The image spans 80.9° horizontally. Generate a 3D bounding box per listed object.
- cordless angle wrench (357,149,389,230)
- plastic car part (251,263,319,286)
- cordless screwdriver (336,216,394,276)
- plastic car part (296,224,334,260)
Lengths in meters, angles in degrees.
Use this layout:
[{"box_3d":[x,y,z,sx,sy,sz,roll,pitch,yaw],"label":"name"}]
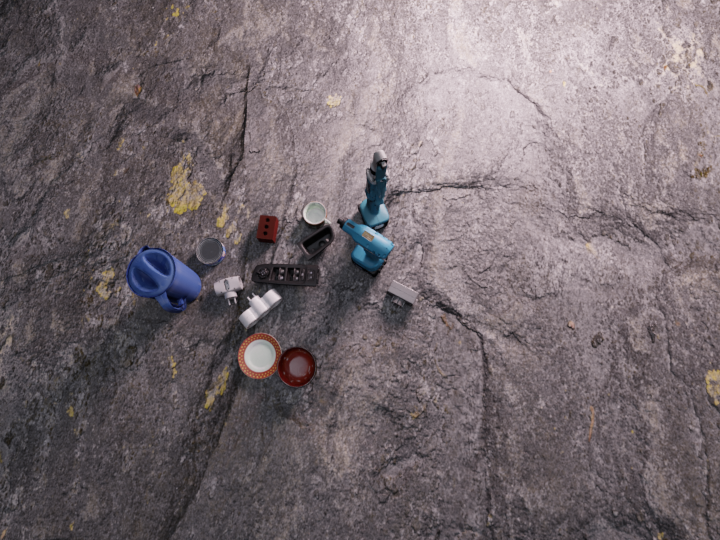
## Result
[{"box_3d":[0.041,-0.211,1.124,0.074,0.415,0.100,-20,78,-5],"label":"cordless angle wrench"},{"box_3d":[-0.223,0.016,1.265,0.205,0.065,0.067,3,76,5],"label":"plastic car part"},{"box_3d":[0.007,-0.068,1.176,0.163,0.244,0.074,34,80,8],"label":"cordless screwdriver"},{"box_3d":[-0.125,-0.082,1.282,0.116,0.069,0.068,-35,78,-6],"label":"plastic car part"}]
